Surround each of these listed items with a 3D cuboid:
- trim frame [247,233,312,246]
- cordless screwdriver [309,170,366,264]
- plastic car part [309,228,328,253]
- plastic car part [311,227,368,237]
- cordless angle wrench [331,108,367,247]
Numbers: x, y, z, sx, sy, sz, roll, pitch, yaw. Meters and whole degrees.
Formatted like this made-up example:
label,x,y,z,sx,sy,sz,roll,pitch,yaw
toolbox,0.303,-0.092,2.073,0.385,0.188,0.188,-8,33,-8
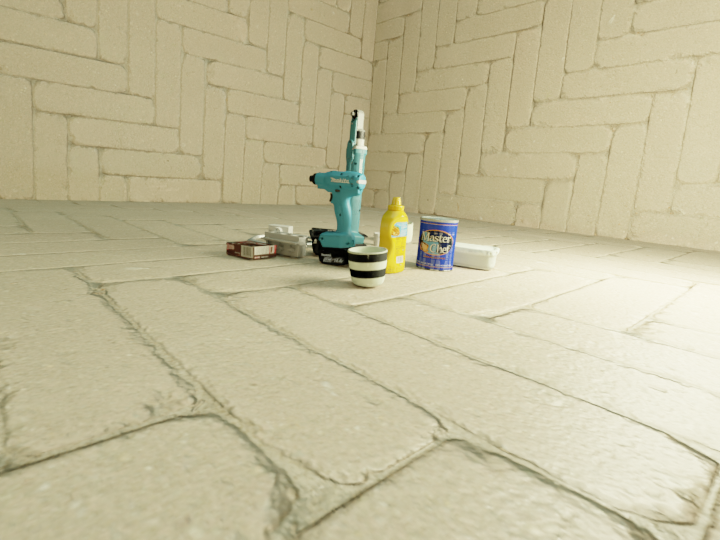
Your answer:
label,x,y,z,sx,sy,sz,roll,pitch,yaw
trim frame,-0.251,-0.096,1.392,0.239,0.027,0.193,-2,13,-28
cordless screwdriver,-0.074,-0.143,1.138,0.166,0.246,0.072,10,10,27
plastic car part,-0.122,-0.080,1.250,0.065,0.070,0.120,2,11,-12
plastic car part,-0.063,-0.105,1.401,0.195,0.066,0.070,-3,12,-31
cordless angle wrench,-0.021,-0.245,1.220,0.093,0.419,0.078,-2,11,-39
